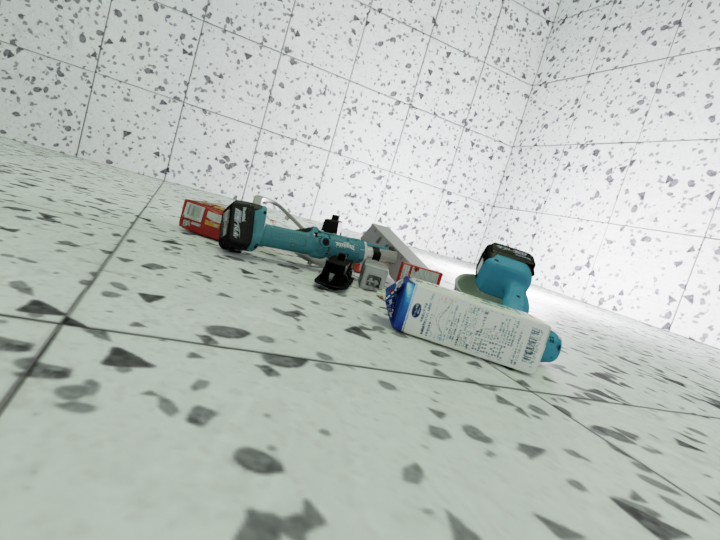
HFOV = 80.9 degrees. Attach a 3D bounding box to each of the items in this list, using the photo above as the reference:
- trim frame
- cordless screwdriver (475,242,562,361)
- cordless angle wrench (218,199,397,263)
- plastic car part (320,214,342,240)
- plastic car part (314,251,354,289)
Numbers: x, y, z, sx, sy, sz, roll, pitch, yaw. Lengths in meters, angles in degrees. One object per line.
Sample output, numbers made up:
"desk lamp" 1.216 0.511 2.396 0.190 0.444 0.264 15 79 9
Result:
"trim frame" -0.169 -0.095 1.021 0.253 0.028 0.180 43 17 9
"cordless screwdriver" 0.242 0.043 0.747 0.160 0.073 0.252 15 36 2
"cordless angle wrench" -0.090 -0.059 0.922 0.404 0.099 0.077 10 -15 -28
"plastic car part" -0.074 -0.113 1.125 0.067 0.070 0.115 15 11 7
"plastic car part" -0.043 0.000 0.833 0.067 0.067 0.202 23 10 1
